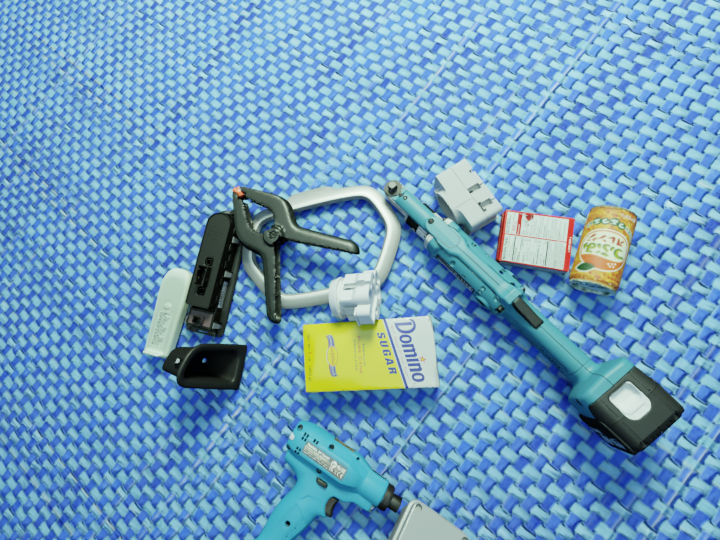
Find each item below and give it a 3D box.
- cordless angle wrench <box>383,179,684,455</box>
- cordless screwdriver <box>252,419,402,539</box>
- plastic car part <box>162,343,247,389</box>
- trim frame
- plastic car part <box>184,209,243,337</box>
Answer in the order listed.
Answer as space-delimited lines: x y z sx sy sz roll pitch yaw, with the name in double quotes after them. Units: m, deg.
0.179 0.026 0.548 0.074 0.094 0.440 -42 68 -1 "cordless angle wrench"
-0.069 0.341 0.531 0.164 0.072 0.249 27 80 16 "cordless screwdriver"
-0.228 0.131 0.601 0.074 0.110 0.066 2 78 34 "plastic car part"
-0.063 -0.041 0.642 0.252 0.026 0.188 -14 76 10 "trim frame"
-0.229 -0.005 0.654 0.069 0.064 0.205 8 76 18 "plastic car part"
